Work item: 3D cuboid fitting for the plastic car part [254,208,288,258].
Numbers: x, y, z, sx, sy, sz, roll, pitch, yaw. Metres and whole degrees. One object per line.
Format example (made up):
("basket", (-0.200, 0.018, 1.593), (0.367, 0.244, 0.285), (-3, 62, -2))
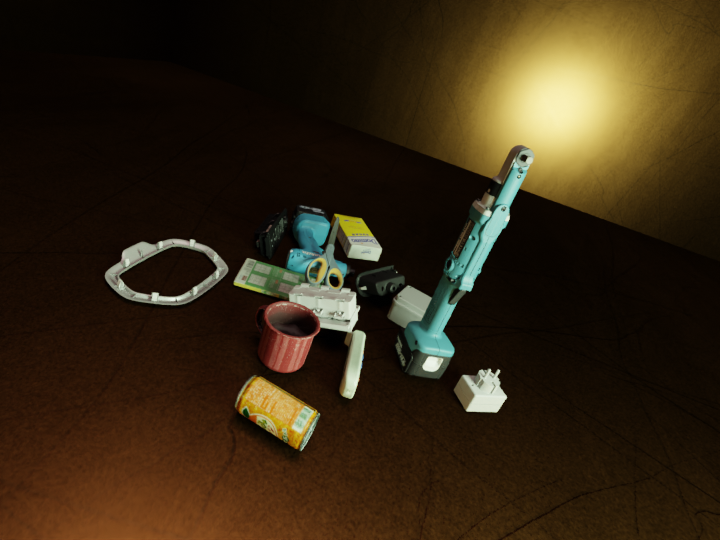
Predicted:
("plastic car part", (-0.222, -0.098, 1.053), (0.068, 0.064, 0.205), (-4, 26, 11))

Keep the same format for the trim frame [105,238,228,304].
("trim frame", (-0.369, -0.006, 0.824), (0.188, 0.027, 0.247), (21, 29, 9))

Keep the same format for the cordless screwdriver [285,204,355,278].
("cordless screwdriver", (-0.102, -0.067, 1.047), (0.156, 0.073, 0.258), (11, 32, -14))

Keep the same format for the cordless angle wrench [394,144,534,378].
("cordless angle wrench", (0.170, -0.004, 0.701), (0.072, 0.418, 0.101), (13, 27, -16))

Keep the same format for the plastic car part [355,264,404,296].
("plastic car part", (0.054, 0.032, 0.938), (0.112, 0.065, 0.075), (-10, 14, -41))
